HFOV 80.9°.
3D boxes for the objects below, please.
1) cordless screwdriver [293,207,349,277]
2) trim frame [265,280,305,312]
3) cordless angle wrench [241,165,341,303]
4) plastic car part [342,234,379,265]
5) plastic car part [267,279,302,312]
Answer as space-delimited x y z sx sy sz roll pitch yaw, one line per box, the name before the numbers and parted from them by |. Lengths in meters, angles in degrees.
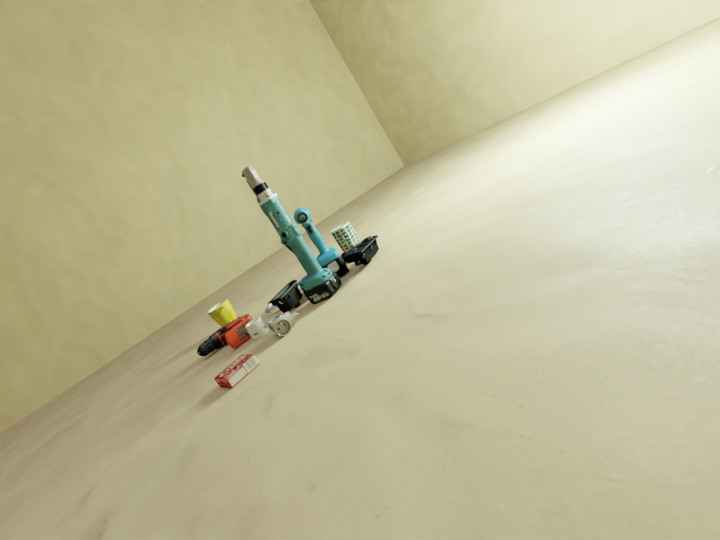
cordless screwdriver | -0.128 -0.084 1.310 0.074 0.245 0.161 -32 9 -1
trim frame | -0.219 0.074 1.421 0.252 0.027 0.185 -28 13 15
cordless angle wrench | -0.201 -0.106 1.177 0.100 0.417 0.073 -27 9 32
plastic car part | 0.016 -0.060 1.289 0.068 0.066 0.201 -27 13 27
plastic car part | -0.211 0.084 1.270 0.068 0.070 0.115 -24 14 39
